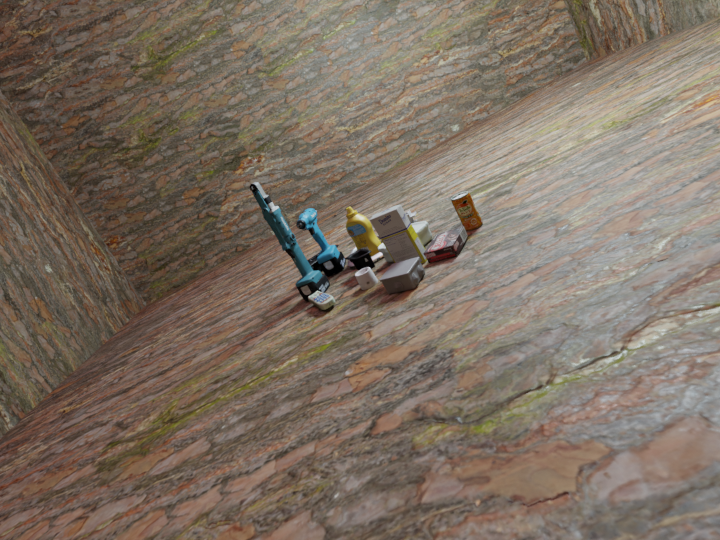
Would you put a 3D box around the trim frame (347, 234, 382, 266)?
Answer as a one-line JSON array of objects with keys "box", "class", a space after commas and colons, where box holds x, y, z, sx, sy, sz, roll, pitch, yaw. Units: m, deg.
[{"box": [0.039, -0.074, 1.518, 0.187, 0.027, 0.251, -26, 17, 13], "class": "trim frame"}]

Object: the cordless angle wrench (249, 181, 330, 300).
[{"box": [-0.240, -0.100, 1.378, 0.076, 0.414, 0.097, -22, 13, 30], "class": "cordless angle wrench"}]

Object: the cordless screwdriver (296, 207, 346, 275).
[{"box": [-0.148, -0.097, 1.517, 0.076, 0.244, 0.159, -25, 13, 19], "class": "cordless screwdriver"}]

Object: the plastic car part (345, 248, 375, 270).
[{"box": [0.009, -0.026, 1.352, 0.065, 0.069, 0.120, -33, 15, -14], "class": "plastic car part"}]

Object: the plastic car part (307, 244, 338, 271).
[{"box": [-0.149, -0.043, 1.671, 0.069, 0.065, 0.200, -14, 22, 46], "class": "plastic car part"}]
